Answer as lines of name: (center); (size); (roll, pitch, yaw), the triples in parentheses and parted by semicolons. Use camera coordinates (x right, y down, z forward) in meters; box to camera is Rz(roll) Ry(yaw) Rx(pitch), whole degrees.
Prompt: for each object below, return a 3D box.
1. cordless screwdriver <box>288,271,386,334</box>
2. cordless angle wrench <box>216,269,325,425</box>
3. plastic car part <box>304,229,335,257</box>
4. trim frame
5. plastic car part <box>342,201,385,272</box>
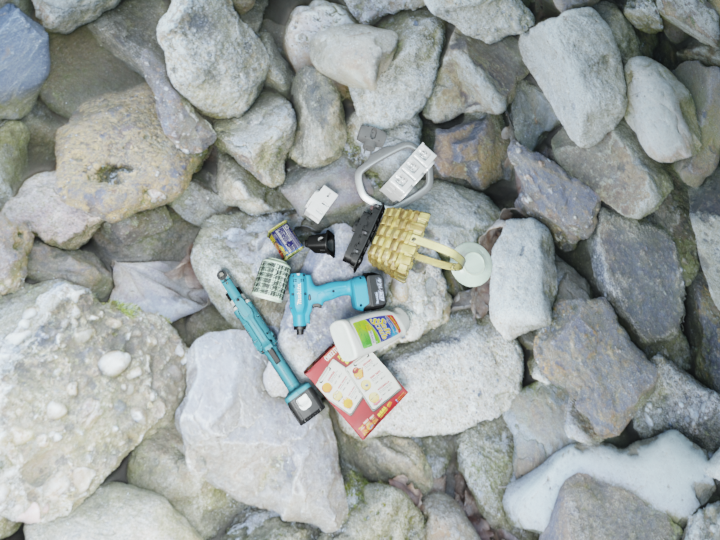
cordless screwdriver: (-0.061, 0.082, 1.103); (0.247, 0.074, 0.160); (-2, 85, -5)
cordless angle wrench: (-0.239, 0.177, 1.055); (0.073, 0.097, 0.429); (-33, 82, -14)
plastic car part: (-0.108, -0.071, 1.109); (0.072, 0.113, 0.066); (-3, 82, 11)
trim frame: (0.099, -0.271, 1.214); (0.246, 0.027, 0.185); (-32, 87, -11)
plastic car part: (0.005, -0.093, 1.142); (0.068, 0.066, 0.203); (20, 83, 2)
